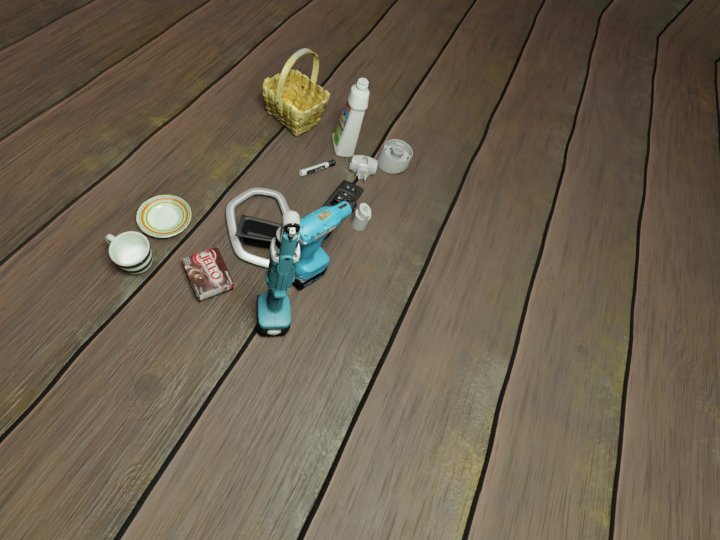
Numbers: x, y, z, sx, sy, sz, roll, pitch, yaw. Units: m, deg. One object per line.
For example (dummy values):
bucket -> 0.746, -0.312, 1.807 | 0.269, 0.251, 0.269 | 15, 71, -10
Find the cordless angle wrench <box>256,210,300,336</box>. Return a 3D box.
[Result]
cordless angle wrench -> -0.155, 0.014, 0.816 | 0.073, 0.419, 0.101 | 1, 62, -16

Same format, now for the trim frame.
trim frame -> -0.253, -0.116, 1.107 | 0.180, 0.027, 0.258 | -12, 62, -17

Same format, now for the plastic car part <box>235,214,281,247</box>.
plastic car part -> -0.250, -0.087, 1.065 | 0.116, 0.070, 0.067 | 13, 58, -4

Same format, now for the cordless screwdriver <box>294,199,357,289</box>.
cordless screwdriver -> -0.095, -0.062, 0.976 | 0.156, 0.246, 0.076 | -33, 75, -28

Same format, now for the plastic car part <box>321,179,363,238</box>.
plastic car part -> -0.072, -0.156, 1.143 | 0.067, 0.066, 0.202 | 31, 59, 5
